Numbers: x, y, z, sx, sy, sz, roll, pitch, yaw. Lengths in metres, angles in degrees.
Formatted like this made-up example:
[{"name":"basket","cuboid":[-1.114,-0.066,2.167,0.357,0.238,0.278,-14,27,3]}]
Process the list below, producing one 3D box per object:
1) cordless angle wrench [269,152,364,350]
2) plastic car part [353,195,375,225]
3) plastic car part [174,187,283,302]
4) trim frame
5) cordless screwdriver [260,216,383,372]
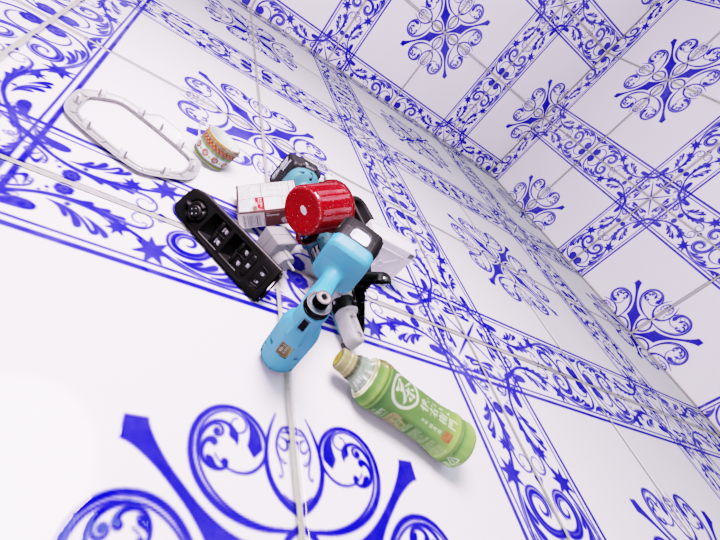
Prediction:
[{"name":"cordless angle wrench","cuboid":[-0.076,-0.050,0.775,0.070,0.099,0.443,18,37,-43]},{"name":"plastic car part","cuboid":[-0.009,-0.103,0.951,0.117,0.072,0.064,60,28,3]},{"name":"plastic car part","cuboid":[-0.198,-0.049,0.649,0.206,0.066,0.066,43,18,7]},{"name":"trim frame","cuboid":[-0.391,-0.242,0.741,0.249,0.027,0.183,37,27,0]},{"name":"cordless screwdriver","cuboid":[-0.040,0.013,0.576,0.074,0.160,0.248,35,44,-4]}]
